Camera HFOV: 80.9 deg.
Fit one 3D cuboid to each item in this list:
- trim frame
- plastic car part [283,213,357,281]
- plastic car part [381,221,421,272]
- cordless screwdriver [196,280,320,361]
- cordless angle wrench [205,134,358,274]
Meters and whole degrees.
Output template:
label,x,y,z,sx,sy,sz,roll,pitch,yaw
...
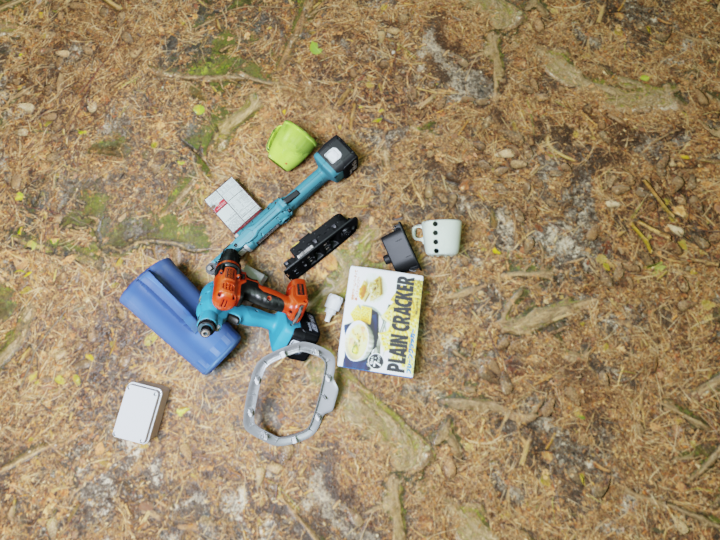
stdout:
label,x,y,z,sx,sy,sz,roll,pitch,yaw
trim frame,-0.137,0.254,0.850,0.178,0.029,0.246,9,105,-21
plastic car part,-0.094,-0.061,0.956,0.202,0.063,0.070,-35,56,-3
plastic car part,0.083,-0.042,0.946,0.072,0.064,0.118,-21,83,12
cordless screwdriver,-0.204,0.112,0.839,0.241,0.165,0.074,23,108,-18
cordless angle wrench,-0.185,-0.134,0.963,0.422,0.096,0.075,-42,84,-2
